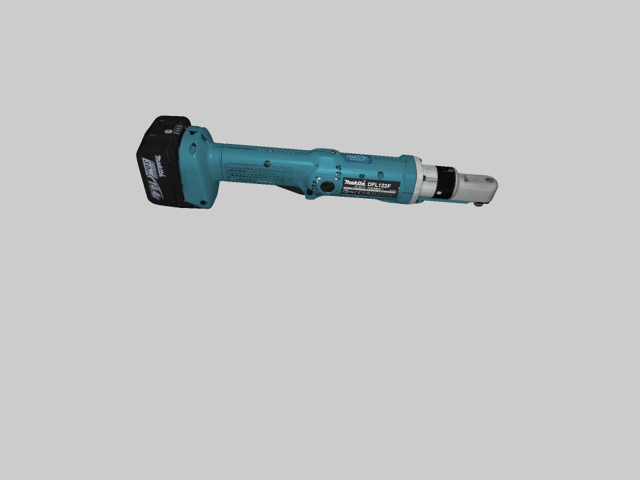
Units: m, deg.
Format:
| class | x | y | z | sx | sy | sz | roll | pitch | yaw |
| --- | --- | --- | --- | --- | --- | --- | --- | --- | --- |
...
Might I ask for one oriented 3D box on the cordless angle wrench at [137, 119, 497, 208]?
| class | x | y | z | sx | sy | sz | roll | pitch | yaw |
| --- | --- | --- | --- | --- | --- | --- | --- | --- | --- |
| cordless angle wrench | 0.007 | -0.080 | 0.516 | 0.423 | 0.074 | 0.098 | 4 | -44 | -2 |
